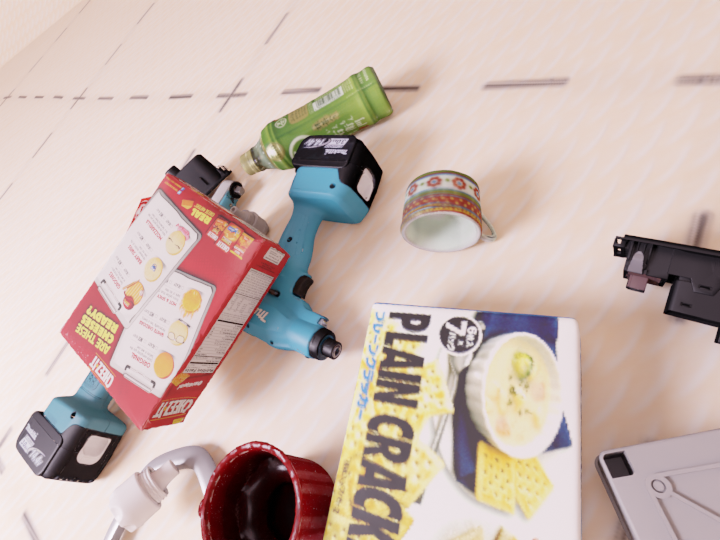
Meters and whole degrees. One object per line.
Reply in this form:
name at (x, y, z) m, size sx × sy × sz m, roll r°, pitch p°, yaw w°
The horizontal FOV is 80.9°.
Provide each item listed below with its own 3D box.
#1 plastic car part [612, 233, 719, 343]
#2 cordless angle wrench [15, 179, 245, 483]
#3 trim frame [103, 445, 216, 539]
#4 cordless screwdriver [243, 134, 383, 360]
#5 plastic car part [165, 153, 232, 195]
plastic car part at (0.277, 0.025, 0.266) m, size 0.214 × 0.063 × 0.067 m, roll 13°, pitch 80°, yaw 35°
cordless angle wrench at (-0.275, 0.049, 0.565) m, size 0.103 × 0.070 × 0.424 m, roll 13°, pitch 68°, yaw 34°
trim frame at (-0.168, 0.292, 0.386) m, size 0.184 × 0.026 × 0.262 m, roll -41°, pitch 49°, yaw 4°
cordless screwdriver at (-0.047, -0.031, 0.479) m, size 0.168 × 0.070 × 0.249 m, roll 17°, pitch 76°, yaw 35°
plastic car part at (-0.263, -0.135, 0.652) m, size 0.117 × 0.069 × 0.068 m, roll -40°, pitch 17°, yaw 2°
